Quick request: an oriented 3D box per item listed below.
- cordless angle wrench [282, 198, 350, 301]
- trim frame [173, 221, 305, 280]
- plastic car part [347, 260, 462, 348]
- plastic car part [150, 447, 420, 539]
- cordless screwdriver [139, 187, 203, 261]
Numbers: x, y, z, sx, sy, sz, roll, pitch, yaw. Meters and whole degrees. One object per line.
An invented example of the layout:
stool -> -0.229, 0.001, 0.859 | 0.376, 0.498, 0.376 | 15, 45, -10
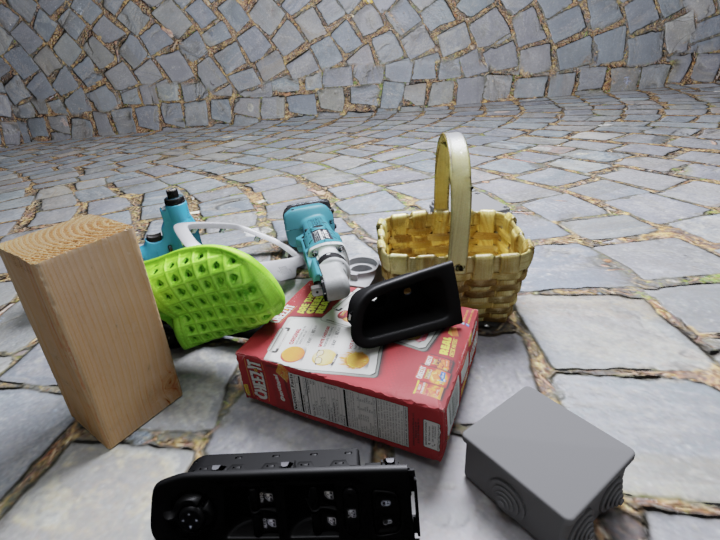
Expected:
cordless angle wrench -> -0.062, -0.041, 0.635 | 0.097, 0.073, 0.435 | -12, 18, -7
trim frame -> -0.188, -0.036, 0.683 | 0.191, 0.027, 0.241 | 27, 12, 17
plastic car part -> 0.034, 0.032, 0.436 | 0.115, 0.065, 0.073 | -14, 10, -13
plastic car part -> -0.062, 0.171, 0.331 | 0.203, 0.065, 0.068 | -5, 17, 1
cordless screwdriver -> -0.385, -0.034, 0.682 | 0.244, 0.154, 0.078 | -16, 28, -17
